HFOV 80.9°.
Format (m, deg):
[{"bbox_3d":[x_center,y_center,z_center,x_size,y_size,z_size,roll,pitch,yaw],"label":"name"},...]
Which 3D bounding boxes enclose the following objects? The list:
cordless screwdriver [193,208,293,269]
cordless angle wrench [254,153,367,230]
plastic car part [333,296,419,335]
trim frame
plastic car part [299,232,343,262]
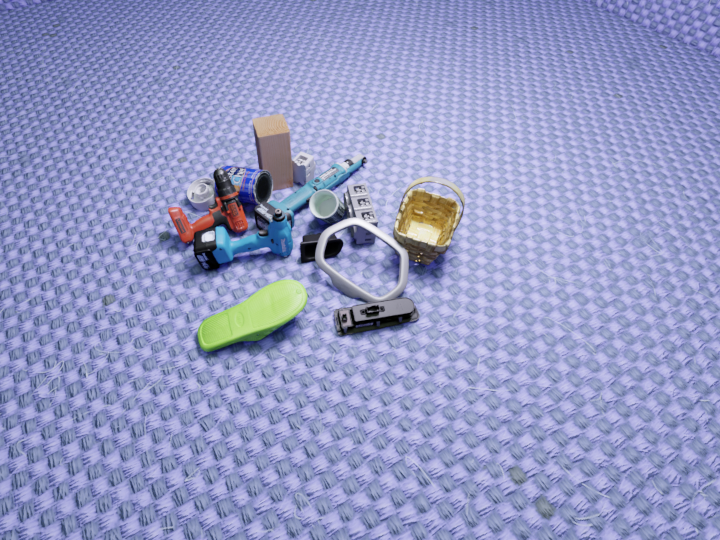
[{"bbox_3d":[-0.299,-0.084,1.079,0.247,0.154,0.077,-9,55,-5],"label":"cordless screwdriver"},{"bbox_3d":[-0.130,-0.244,1.254,0.102,0.072,0.417,36,59,22],"label":"cordless angle wrench"},{"bbox_3d":[0.042,0.097,1.000,0.200,0.065,0.069,-7,55,-10],"label":"plastic car part"},{"bbox_3d":[0.005,-0.022,1.059,0.251,0.027,0.184,34,84,4],"label":"trim frame"},{"bbox_3d":[-0.111,-0.073,1.134,0.114,0.064,0.074,-11,41,-14],"label":"plastic car part"}]
